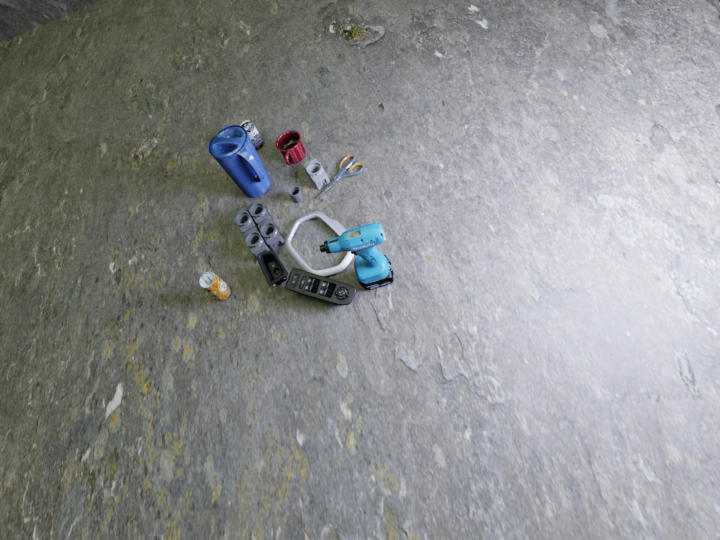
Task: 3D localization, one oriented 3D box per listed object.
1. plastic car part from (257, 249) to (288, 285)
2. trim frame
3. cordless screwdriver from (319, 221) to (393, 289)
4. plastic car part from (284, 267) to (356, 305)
[{"bbox_3d":[-0.257,-0.002,1.267,0.066,0.068,0.122,-32,58,-3],"label":"plastic car part"},{"bbox_3d":[-0.126,-0.083,1.294,0.183,0.026,0.261,-41,58,-7],"label":"trim frame"},{"bbox_3d":[-0.002,-0.030,1.100,0.161,0.237,0.077,-14,60,7],"label":"cordless screwdriver"},{"bbox_3d":[-0.108,0.055,1.190,0.211,0.064,0.067,13,67,23],"label":"plastic car part"}]
